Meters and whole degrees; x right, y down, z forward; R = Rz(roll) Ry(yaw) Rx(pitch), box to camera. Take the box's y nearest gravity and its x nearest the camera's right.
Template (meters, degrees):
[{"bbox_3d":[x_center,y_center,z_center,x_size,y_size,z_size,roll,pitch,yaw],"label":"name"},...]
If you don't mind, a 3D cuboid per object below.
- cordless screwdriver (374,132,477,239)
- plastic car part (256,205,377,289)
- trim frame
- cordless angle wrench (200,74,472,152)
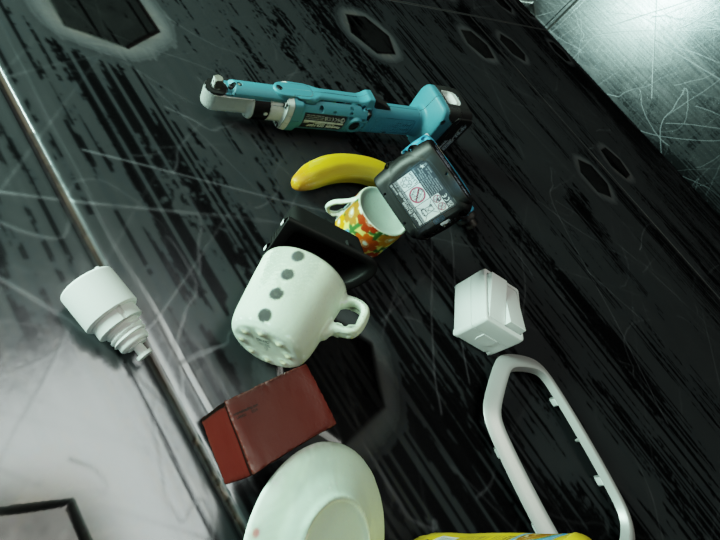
[{"bbox_3d":[0.104,-0.098,0.552,0.158,0.075,0.247,53,22,-6],"label":"cordless screwdriver"},{"bbox_3d":[-0.044,-0.029,0.452,0.111,0.066,0.074,21,36,-28],"label":"plastic car part"},{"bbox_3d":[0.224,0.216,0.481,0.176,0.028,0.257,-9,63,-38],"label":"trim frame"},{"bbox_3d":[-0.016,-0.225,0.598,0.406,0.099,0.077,-8,66,-34],"label":"cordless angle wrench"}]
